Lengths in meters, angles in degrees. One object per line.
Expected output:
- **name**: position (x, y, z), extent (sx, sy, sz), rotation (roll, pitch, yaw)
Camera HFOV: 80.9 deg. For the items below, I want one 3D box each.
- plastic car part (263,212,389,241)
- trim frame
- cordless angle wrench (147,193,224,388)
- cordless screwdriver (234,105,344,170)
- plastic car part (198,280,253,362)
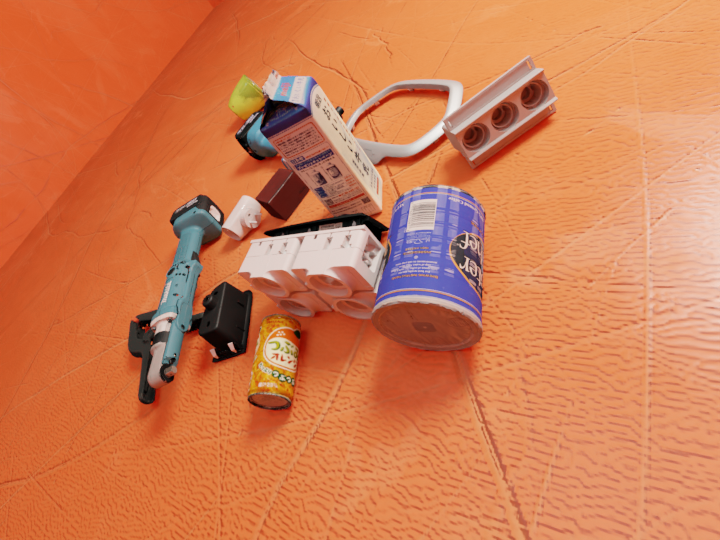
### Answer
- **plastic car part**: position (-0.060, -0.039, 0.618), extent (0.213, 0.063, 0.067), rotation (1, 83, 39)
- **trim frame**: position (0.062, -0.256, 0.717), extent (0.184, 0.026, 0.263), rotation (-51, 42, -8)
- **cordless angle wrench**: position (-0.309, 0.016, 0.736), extent (0.099, 0.070, 0.440), rotation (-29, 39, 12)
- **cordless screwdriver**: position (-0.151, -0.290, 0.889), extent (0.263, 0.070, 0.159), rotation (29, 77, 45)
- **plastic car part**: position (-0.209, 0.067, 0.639), extent (0.067, 0.067, 0.120), rotation (-23, 48, 23)
